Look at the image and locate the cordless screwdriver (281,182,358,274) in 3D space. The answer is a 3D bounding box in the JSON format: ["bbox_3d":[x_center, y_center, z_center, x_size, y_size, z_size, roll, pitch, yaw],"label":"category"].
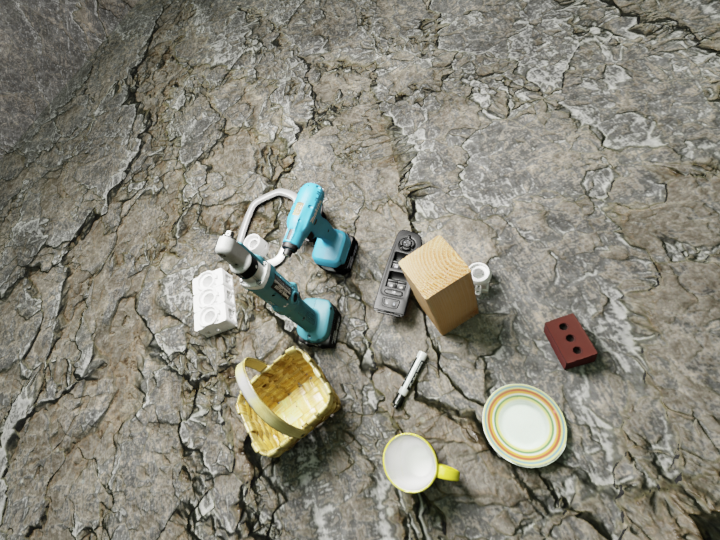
[{"bbox_3d":[-0.090,-0.059,0.921,0.077,0.236,0.160,10,68,24],"label":"cordless screwdriver"}]

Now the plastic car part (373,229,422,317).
[{"bbox_3d":[0.090,0.008,0.914,0.069,0.064,0.205,7,67,24],"label":"plastic car part"}]

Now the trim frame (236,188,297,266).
[{"bbox_3d":[-0.246,-0.115,1.143,0.191,0.026,0.252,3,65,24],"label":"trim frame"}]

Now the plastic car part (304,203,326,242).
[{"bbox_3d":[-0.120,-0.118,1.066,0.069,0.067,0.117,17,72,28],"label":"plastic car part"}]

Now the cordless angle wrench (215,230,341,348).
[{"bbox_3d":[-0.143,0.048,0.788,0.077,0.402,0.099,3,66,21],"label":"cordless angle wrench"}]
